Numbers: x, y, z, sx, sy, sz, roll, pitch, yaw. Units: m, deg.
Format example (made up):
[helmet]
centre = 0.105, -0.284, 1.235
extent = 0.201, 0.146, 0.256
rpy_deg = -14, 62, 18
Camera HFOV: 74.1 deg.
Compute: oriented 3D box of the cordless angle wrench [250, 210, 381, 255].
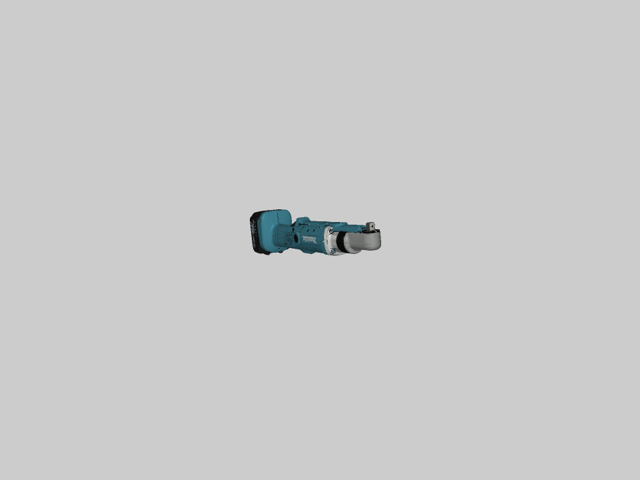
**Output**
[cordless angle wrench]
centre = -0.022, -0.008, 0.786
extent = 0.074, 0.098, 0.423
rpy_deg = -9, 7, -28
